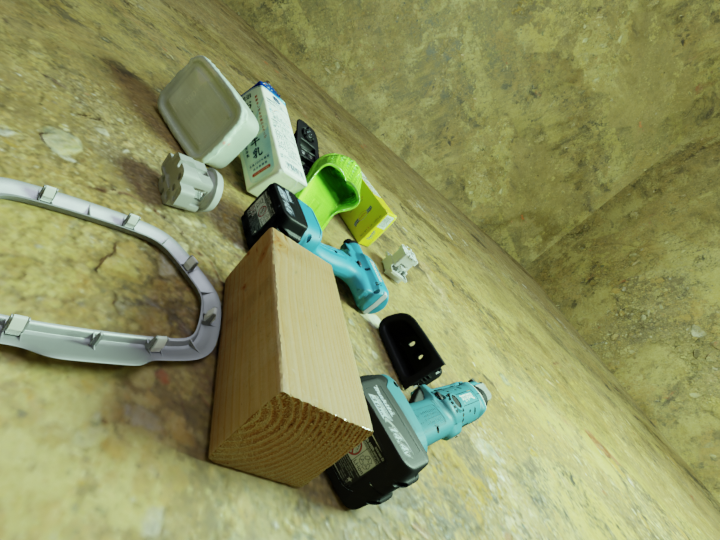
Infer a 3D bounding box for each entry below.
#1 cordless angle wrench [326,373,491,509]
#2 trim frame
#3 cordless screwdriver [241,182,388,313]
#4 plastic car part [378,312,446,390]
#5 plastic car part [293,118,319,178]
[{"bbox_3d":[0.097,0.175,0.526,0.401,0.075,0.102,15,36,-57],"label":"cordless angle wrench"},{"bbox_3d":[-0.217,0.000,0.342,0.234,0.028,0.193,24,28,-46],"label":"trim frame"},{"bbox_3d":[-0.063,-0.041,0.648,0.235,0.075,0.167,34,22,-37],"label":"cordless screwdriver"},{"bbox_3d":[0.080,0.121,0.624,0.067,0.066,0.122,48,10,-40],"label":"plastic car part"},{"bbox_3d":[-0.120,-0.220,0.865,0.063,0.069,0.208,21,54,-34],"label":"plastic car part"}]
